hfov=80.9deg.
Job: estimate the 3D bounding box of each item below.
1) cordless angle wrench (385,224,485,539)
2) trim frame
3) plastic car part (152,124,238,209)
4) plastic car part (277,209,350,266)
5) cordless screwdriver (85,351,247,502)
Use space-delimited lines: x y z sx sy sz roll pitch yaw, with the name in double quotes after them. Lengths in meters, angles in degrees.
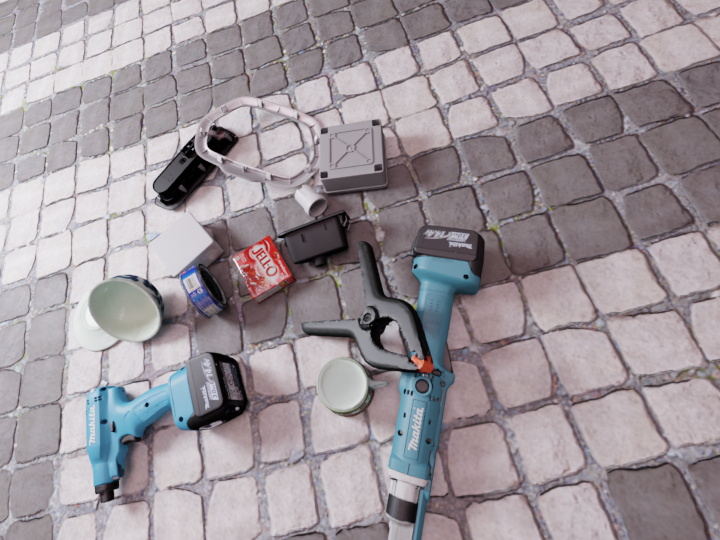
0.084 0.150 0.548 0.101 0.071 0.427 8 73 17 "cordless angle wrench"
-0.183 -0.239 0.773 0.252 0.027 0.185 21 69 7 "trim frame"
-0.324 -0.203 0.808 0.068 0.065 0.203 33 82 15 "plastic car part"
-0.066 -0.043 0.675 0.118 0.064 0.072 -22 80 8 "plastic car part"
-0.290 0.223 0.616 0.252 0.071 0.165 -21 65 10 "cordless screwdriver"
